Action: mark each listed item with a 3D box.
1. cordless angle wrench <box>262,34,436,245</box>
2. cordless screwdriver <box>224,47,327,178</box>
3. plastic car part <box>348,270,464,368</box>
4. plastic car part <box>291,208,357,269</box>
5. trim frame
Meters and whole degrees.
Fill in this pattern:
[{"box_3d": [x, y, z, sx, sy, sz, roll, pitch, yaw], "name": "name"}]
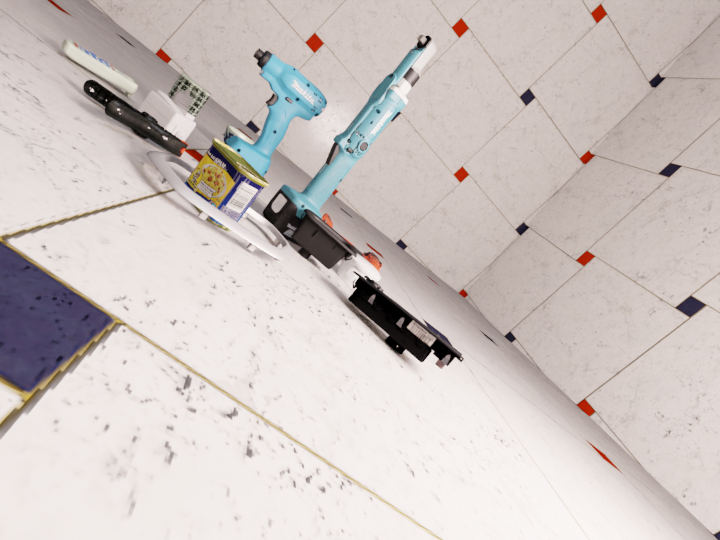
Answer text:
[{"box_3d": [-0.011, -0.232, 0.757, 0.092, 0.424, 0.078, 30, 14, -47], "name": "cordless angle wrench"}, {"box_3d": [-0.194, -0.276, 0.801, 0.151, 0.249, 0.078, 34, 11, -32], "name": "cordless screwdriver"}, {"box_3d": [0.057, 0.079, 0.639, 0.211, 0.067, 0.063, 43, 10, 22], "name": "plastic car part"}, {"box_3d": [-0.072, -0.047, 0.734, 0.114, 0.071, 0.067, 37, 9, -13], "name": "plastic car part"}, {"box_3d": [-0.190, -0.087, 0.595, 0.236, 0.027, 0.193, 34, 10, -31], "name": "trim frame"}]
